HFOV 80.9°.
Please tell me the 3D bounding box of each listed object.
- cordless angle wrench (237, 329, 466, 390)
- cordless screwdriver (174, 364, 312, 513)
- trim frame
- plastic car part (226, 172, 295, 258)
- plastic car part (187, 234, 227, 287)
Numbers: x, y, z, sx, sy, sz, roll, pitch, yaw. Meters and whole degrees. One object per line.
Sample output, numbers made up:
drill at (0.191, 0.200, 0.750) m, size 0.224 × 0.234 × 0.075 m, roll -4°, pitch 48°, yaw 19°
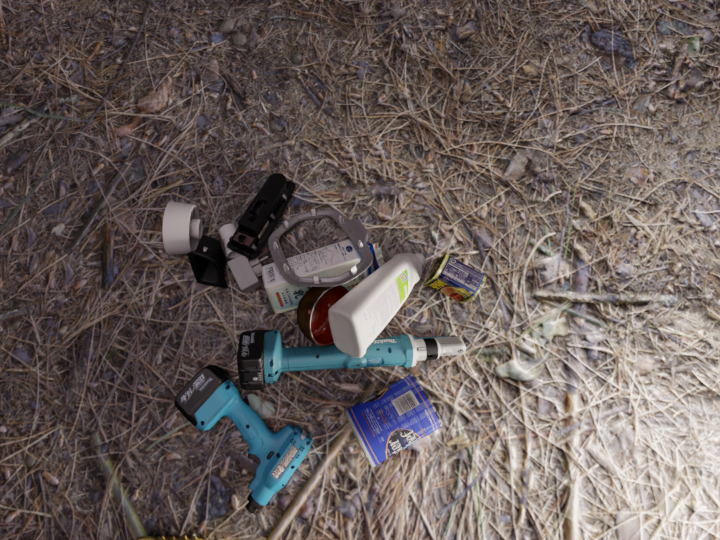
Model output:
cordless angle wrench at (-0.012, 0.154, 0.789) m, size 0.421 × 0.101 × 0.072 m, roll -3°, pitch 120°, yaw -3°
cordless screwdriver at (-0.229, 0.299, 0.768) m, size 0.252 × 0.073 × 0.159 m, roll 36°, pitch 79°, yaw 6°
trim frame at (-0.079, -0.052, 0.809) m, size 0.182 × 0.026 × 0.262 m, roll -20°, pitch 39°, yaw -11°
plastic car part at (-0.201, -0.127, 0.866) m, size 0.068 × 0.065 × 0.204 m, roll 17°, pitch 58°, yaw 15°
plastic car part at (-0.297, -0.025, 0.843) m, size 0.066 × 0.113 × 0.072 m, roll 9°, pitch 53°, yaw 1°
